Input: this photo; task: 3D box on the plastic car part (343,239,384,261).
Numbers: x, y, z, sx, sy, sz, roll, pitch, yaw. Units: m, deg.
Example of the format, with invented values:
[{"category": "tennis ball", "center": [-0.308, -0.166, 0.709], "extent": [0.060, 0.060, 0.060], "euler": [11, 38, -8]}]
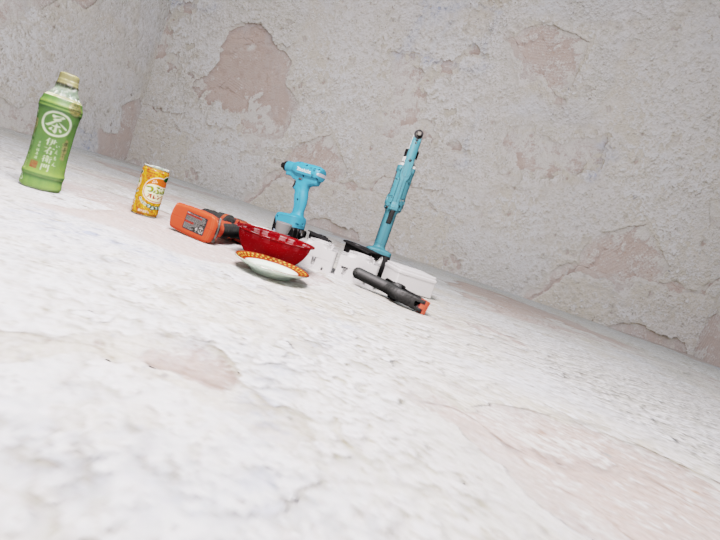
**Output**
[{"category": "plastic car part", "center": [-0.006, -0.034, 1.143], "extent": [0.062, 0.071, 0.123], "euler": [13, 8, -46]}]

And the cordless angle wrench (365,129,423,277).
[{"category": "cordless angle wrench", "center": [0.097, -0.192, 1.197], "extent": [0.074, 0.422, 0.098], "euler": [19, 5, -2]}]

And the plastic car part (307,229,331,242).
[{"category": "plastic car part", "center": [-0.119, -0.078, 1.221], "extent": [0.066, 0.067, 0.203], "euler": [18, 6, -1]}]

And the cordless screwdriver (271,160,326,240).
[{"category": "cordless screwdriver", "center": [-0.212, -0.215, 1.308], "extent": [0.167, 0.248, 0.071], "euler": [22, 5, 29]}]
